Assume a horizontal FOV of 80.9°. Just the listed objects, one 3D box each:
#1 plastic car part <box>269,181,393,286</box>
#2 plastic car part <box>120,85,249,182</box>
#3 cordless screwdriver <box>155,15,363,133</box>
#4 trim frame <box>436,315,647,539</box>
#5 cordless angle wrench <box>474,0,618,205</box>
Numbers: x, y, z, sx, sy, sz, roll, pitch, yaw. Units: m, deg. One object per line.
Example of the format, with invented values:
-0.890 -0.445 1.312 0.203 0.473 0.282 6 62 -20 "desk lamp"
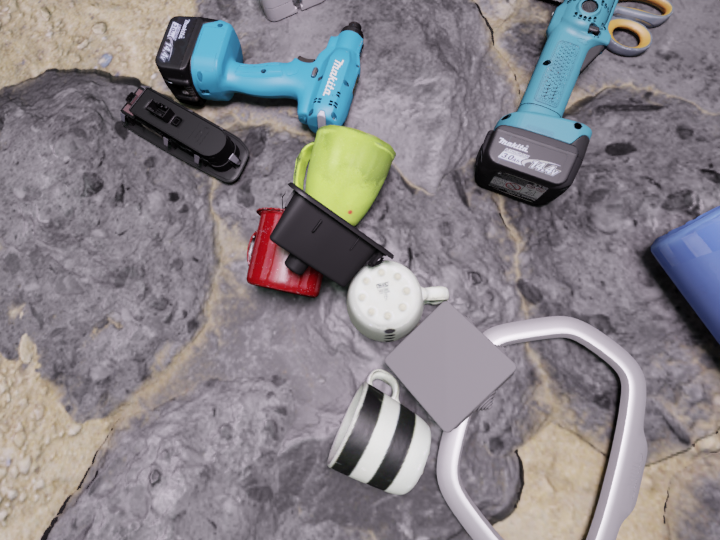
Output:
-0.040 -0.026 0.405 0.112 0.069 0.071 30 94 -24 "plastic car part"
-0.233 -0.187 0.549 0.208 0.065 0.066 32 75 11 "plastic car part"
-0.123 -0.273 0.549 0.252 0.073 0.160 14 74 7 "cordless screwdriver"
0.180 0.165 0.415 0.189 0.027 0.249 18 77 13 "trim frame"
0.253 -0.282 0.486 0.100 0.072 0.424 23 82 11 "cordless angle wrench"
